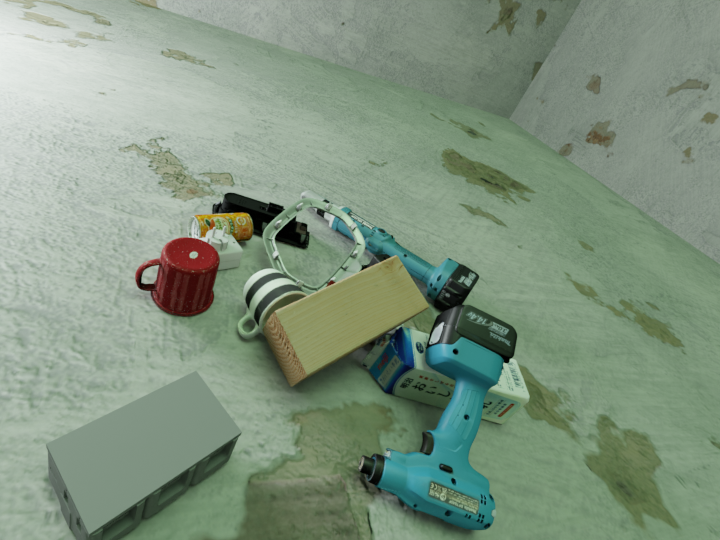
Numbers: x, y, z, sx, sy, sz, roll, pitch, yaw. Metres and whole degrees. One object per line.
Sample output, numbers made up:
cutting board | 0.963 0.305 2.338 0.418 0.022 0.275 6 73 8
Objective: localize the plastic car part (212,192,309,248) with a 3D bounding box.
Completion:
plastic car part | -0.193 -0.105 0.836 0.200 0.066 0.068 14 42 -9

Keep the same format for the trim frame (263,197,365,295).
trim frame | -0.079 -0.051 0.803 0.184 0.028 0.246 43 42 -1

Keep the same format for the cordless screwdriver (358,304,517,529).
cordless screwdriver | 0.101 0.165 0.532 0.158 0.074 0.251 20 66 -4

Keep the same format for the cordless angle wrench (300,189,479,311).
cordless angle wrench | 0.038 -0.063 0.906 0.439 0.073 0.095 33 34 19

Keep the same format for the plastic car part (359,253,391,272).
plastic car part | 0.054 0.012 0.807 0.063 0.070 0.123 -6 41 -36
